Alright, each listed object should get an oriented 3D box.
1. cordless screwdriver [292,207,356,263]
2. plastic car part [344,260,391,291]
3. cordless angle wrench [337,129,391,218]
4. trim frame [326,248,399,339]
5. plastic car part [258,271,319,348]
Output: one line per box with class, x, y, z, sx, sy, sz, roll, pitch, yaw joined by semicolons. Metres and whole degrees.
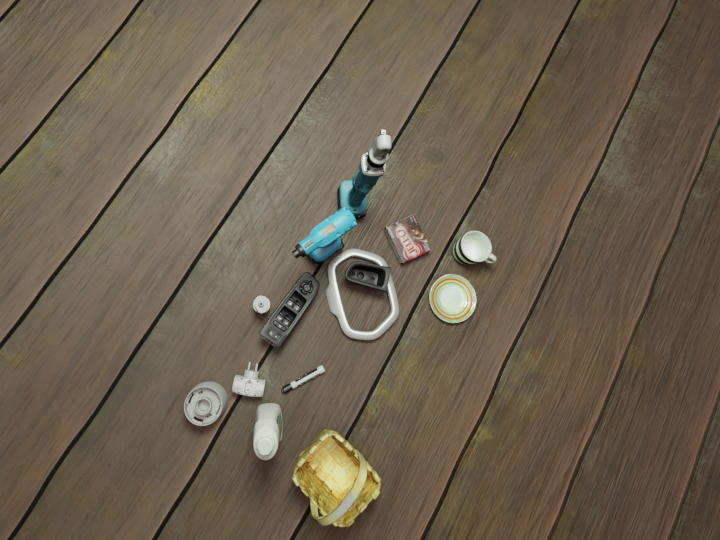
cordless screwdriver;-0.101;-0.066;1.037;0.158;0.249;0.075;-36;90;-12
plastic car part;0.012;0.014;1.122;0.116;0.071;0.066;13;80;-4
cordless angle wrench;0.008;-0.212;0.985;0.073;0.424;0.099;-2;83;-10
trim frame;0.002;0.061;1.134;0.182;0.027;0.252;-14;81;-7
plastic car part;-0.177;0.099;1.092;0.066;0.067;0.203;35;78;-1
